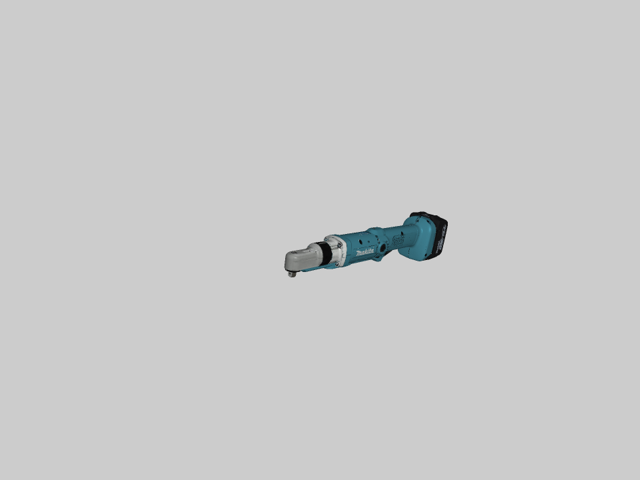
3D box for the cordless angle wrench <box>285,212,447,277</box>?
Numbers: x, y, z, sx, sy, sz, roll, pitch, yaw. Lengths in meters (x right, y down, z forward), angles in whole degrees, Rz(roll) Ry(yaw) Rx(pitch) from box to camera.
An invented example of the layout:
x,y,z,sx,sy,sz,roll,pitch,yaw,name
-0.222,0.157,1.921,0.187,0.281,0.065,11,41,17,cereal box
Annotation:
x,y,z,sx,sy,sz,roll,pitch,yaw,name
0.098,0.009,0.803,0.422,0.098,0.074,-9,23,-44,cordless angle wrench
